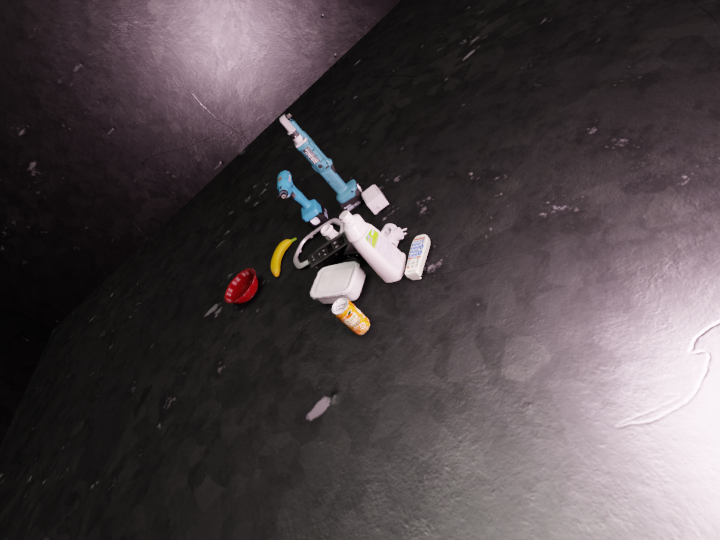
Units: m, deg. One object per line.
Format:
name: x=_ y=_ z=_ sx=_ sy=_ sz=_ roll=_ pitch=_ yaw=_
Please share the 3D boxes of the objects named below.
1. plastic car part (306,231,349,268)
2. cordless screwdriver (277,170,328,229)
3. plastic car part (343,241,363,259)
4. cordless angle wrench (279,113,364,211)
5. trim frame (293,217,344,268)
plastic car part: x=-0.078 y=-0.070 z=1.399 sx=0.204 sy=0.064 sz=0.069 roll=-36 pitch=34 yaw=12
cordless screwdriver: x=-0.220 y=-0.250 z=1.580 sx=0.075 sy=0.236 sz=0.165 roll=-33 pitch=34 yaw=17
plastic car part: x=0.005 y=-0.080 z=1.321 sx=0.069 sy=0.067 sz=0.117 roll=-8 pitch=48 yaw=43
cordless angle wrench: x=-0.138 y=-0.377 z=1.480 sx=0.100 sy=0.402 sz=0.077 roll=-30 pitch=34 yaw=21
trim frame: x=-0.150 y=-0.098 z=1.536 sx=0.252 sy=0.026 sz=0.191 roll=-32 pitch=36 yaw=18
